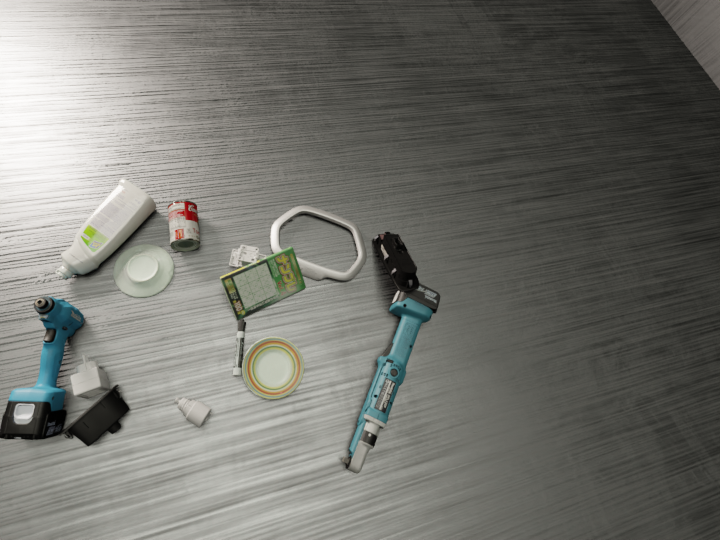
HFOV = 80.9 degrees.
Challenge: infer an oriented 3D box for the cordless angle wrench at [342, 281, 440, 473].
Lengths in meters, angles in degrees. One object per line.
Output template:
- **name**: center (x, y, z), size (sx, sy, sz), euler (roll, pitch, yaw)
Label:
- **cordless angle wrench**: center (0.065, 0.225, 0.928), size (0.098, 0.074, 0.425), euler (25, 66, -1)

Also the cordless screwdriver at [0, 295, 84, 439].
- **cordless screwdriver**: center (-0.585, 0.175, 0.779), size (0.073, 0.159, 0.254), euler (5, 68, -13)

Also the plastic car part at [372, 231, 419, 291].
- **plastic car part**: center (0.091, -0.033, 1.008), size (0.064, 0.066, 0.212), euler (1, 42, -19)

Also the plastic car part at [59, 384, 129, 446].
- **plastic car part**: center (-0.494, 0.285, 0.805), size (0.115, 0.067, 0.070), euler (-41, 97, -27)

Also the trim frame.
- **trim frame**: center (-0.103, -0.067, 1.052), size (0.247, 0.027, 0.186), euler (19, 63, -3)
